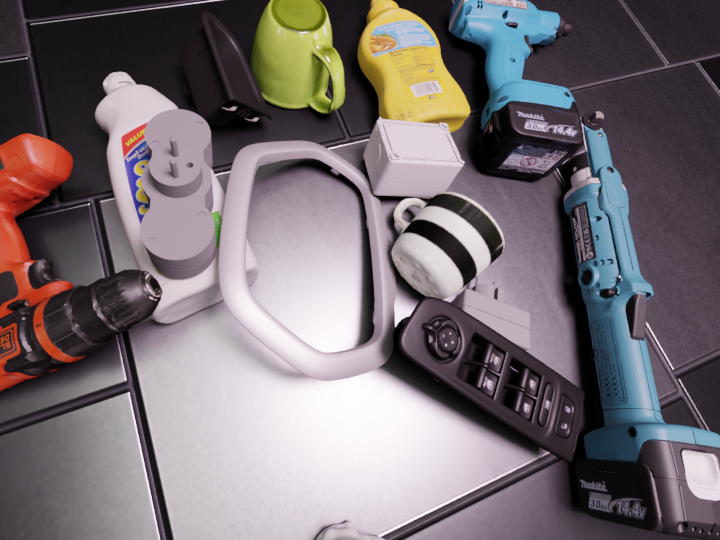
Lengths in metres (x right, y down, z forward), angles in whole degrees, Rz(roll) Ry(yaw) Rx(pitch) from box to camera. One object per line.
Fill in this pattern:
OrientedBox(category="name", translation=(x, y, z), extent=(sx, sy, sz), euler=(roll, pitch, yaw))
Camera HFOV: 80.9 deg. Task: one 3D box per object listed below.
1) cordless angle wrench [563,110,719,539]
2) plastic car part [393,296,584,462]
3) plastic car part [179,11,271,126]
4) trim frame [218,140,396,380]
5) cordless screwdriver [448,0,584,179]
OrientedBox(category="cordless angle wrench", translation=(0.255, 0.012, 0.428), extent=(0.073, 0.097, 0.431), euler=(9, 65, -9))
OrientedBox(category="plastic car part", translation=(0.106, 0.088, 0.371), extent=(0.196, 0.069, 0.066), euler=(35, 74, -20))
OrientedBox(category="plastic car part", translation=(-0.155, -0.201, 0.449), extent=(0.072, 0.063, 0.119), euler=(-31, 76, 21))
OrientedBox(category="trim frame", translation=(-0.038, -0.025, 0.387), extent=(0.176, 0.028, 0.256), euler=(13, 53, -26))
OrientedBox(category="cordless screwdriver", translation=(0.205, -0.233, 0.514), extent=(0.157, 0.074, 0.255), euler=(2, 66, -10))
